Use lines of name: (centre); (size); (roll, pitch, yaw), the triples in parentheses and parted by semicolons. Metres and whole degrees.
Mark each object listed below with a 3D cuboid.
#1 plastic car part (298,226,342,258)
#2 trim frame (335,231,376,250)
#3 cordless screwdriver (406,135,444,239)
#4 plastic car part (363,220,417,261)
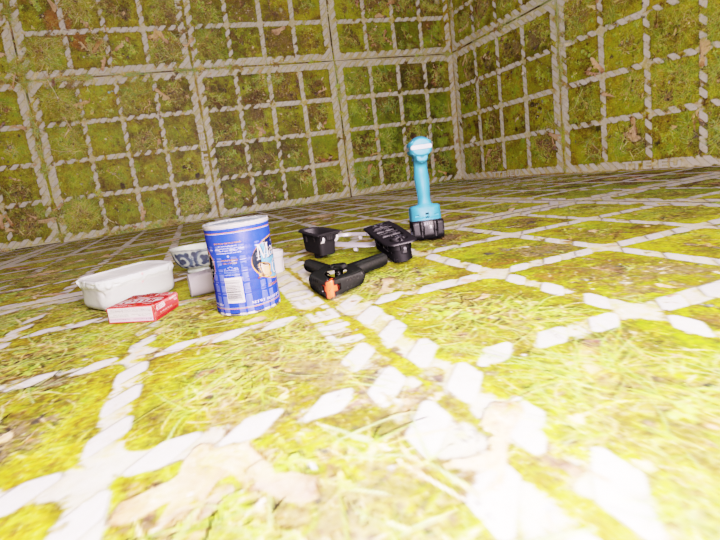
plastic car part: (-0.097, -0.063, 0.989); (0.064, 0.070, 0.122); (-14, 14, -31)
trim frame: (0.003, -0.077, 1.081); (0.261, 0.027, 0.178); (2, 16, 37)
cordless screwdriver: (0.151, -0.204, 1.054); (0.075, 0.245, 0.160); (-7, 10, 3)
plastic car part: (0.061, -0.059, 0.885); (0.065, 0.066, 0.208); (-10, 13, -10)
